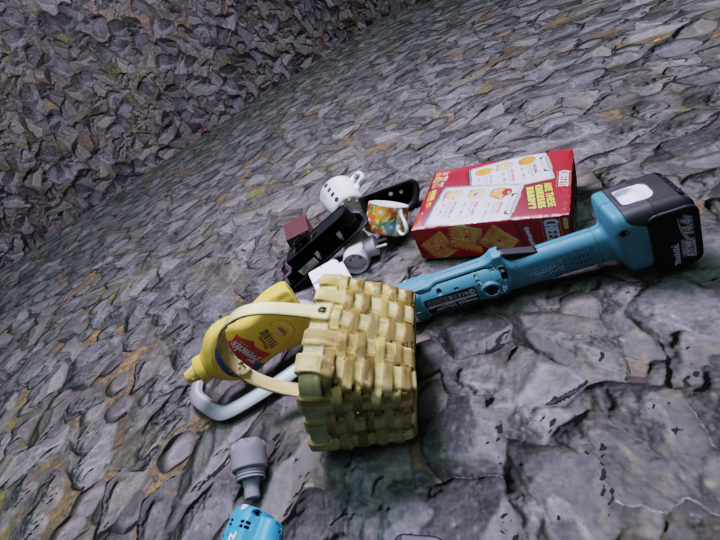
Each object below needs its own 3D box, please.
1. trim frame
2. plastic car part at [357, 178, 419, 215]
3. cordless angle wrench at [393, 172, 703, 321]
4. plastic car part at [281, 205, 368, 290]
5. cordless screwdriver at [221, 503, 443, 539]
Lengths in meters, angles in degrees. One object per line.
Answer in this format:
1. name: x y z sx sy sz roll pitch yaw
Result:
1. trim frame: -0.159 0.133 0.665 0.248 0.026 0.194 -35 35 -4
2. plastic car part: 0.057 -0.143 0.841 0.117 0.064 0.072 -22 19 5
3. cordless angle wrench: 0.164 0.006 0.542 0.433 0.093 0.076 -20 33 21
4. plastic car part: -0.075 -0.049 0.763 0.205 0.065 0.068 -35 21 18
5. cordless screwdriver: -0.036 0.286 0.332 0.257 0.071 0.161 -14 37 29
